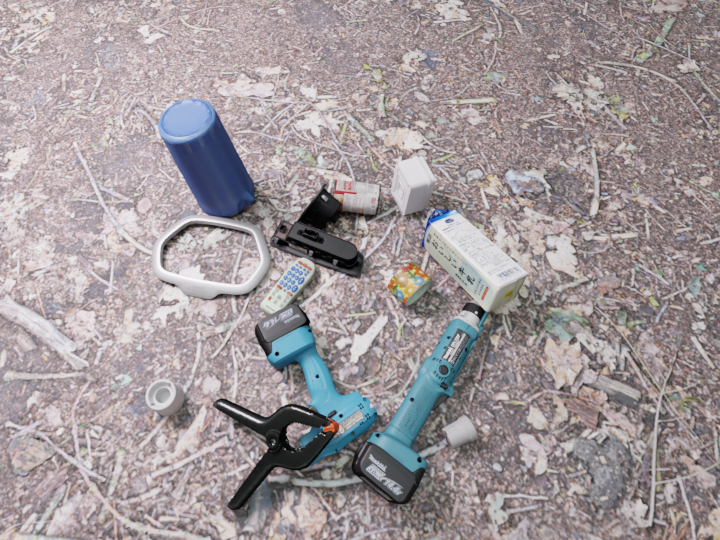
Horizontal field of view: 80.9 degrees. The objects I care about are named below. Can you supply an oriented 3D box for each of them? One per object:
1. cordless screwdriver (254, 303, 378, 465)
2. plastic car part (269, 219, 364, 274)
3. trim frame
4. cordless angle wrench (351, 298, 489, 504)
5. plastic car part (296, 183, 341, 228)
[{"bbox_3d":[-0.104,0.193,0.726,0.157,0.073,0.257,-32,70,-17],"label":"cordless screwdriver"},{"bbox_3d":[-0.085,-0.056,0.871,0.206,0.066,0.066,23,56,8],"label":"plastic car part"},{"bbox_3d":[-0.308,-0.031,0.873,0.250,0.027,0.187,10,60,3],"label":"trim frame"},{"bbox_3d":[0.136,0.182,0.737,0.100,0.073,0.420,34,63,9],"label":"cordless angle wrench"},{"bbox_3d":[-0.079,-0.124,0.886,0.070,0.119,0.066,38,64,-12],"label":"plastic car part"}]
